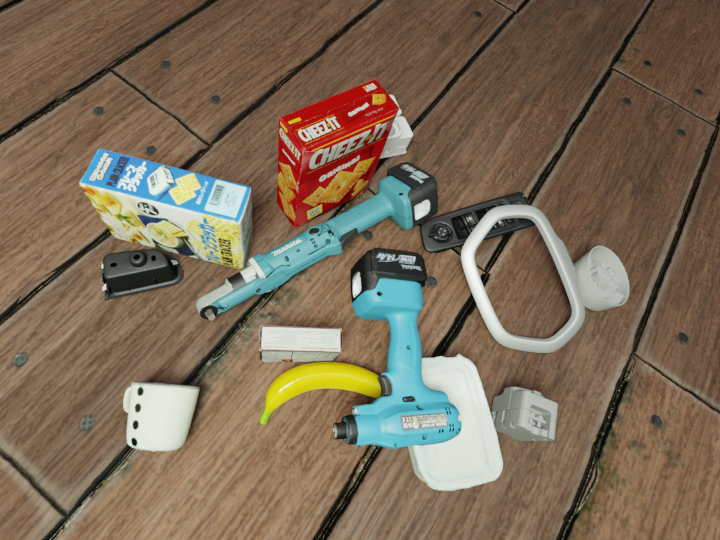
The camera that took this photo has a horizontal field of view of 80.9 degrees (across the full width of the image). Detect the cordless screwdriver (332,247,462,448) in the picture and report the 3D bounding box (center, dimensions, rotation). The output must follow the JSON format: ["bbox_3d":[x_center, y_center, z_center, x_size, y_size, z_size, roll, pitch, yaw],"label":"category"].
[{"bbox_3d":[0.029,0.096,0.554,0.155,0.074,0.256,1,64,-19],"label":"cordless screwdriver"}]

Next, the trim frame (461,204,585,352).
[{"bbox_3d":[0.266,0.013,0.685,0.183,0.027,0.250,-23,86,-5],"label":"trim frame"}]

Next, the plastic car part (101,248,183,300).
[{"bbox_3d":[-0.332,-0.005,0.630,0.115,0.070,0.068,-11,71,-11],"label":"plastic car part"}]

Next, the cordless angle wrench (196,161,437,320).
[{"bbox_3d":[-0.066,-0.043,0.676,0.417,0.071,0.104,-30,46,-15],"label":"cordless angle wrench"}]

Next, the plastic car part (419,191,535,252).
[{"bbox_3d":[0.193,-0.076,0.732,0.200,0.066,0.068,-16,77,-10],"label":"plastic car part"}]
